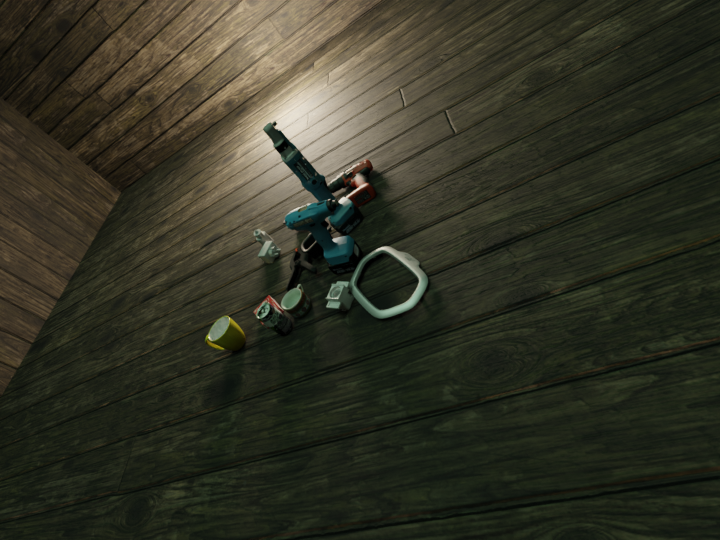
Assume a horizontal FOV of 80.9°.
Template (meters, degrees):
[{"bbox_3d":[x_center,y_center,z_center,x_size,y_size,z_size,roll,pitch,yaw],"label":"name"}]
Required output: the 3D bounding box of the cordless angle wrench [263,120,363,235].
[{"bbox_3d":[-0.143,-0.268,1.246,0.098,0.401,0.078,-43,36,0],"label":"cordless angle wrench"}]

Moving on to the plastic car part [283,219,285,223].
[{"bbox_3d":[-0.191,-0.174,1.475,0.214,0.063,0.066,7,59,45],"label":"plastic car part"}]

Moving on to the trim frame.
[{"bbox_3d":[0.068,0.026,1.094,0.184,0.026,0.262,-45,38,-1],"label":"trim frame"}]

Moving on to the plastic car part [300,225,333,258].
[{"bbox_3d":[-0.131,-0.086,1.338,0.116,0.067,0.070,-51,38,-9],"label":"plastic car part"}]

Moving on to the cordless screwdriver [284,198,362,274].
[{"bbox_3d":[-0.075,-0.096,1.162,0.164,0.236,0.076,-17,44,31],"label":"cordless screwdriver"}]
